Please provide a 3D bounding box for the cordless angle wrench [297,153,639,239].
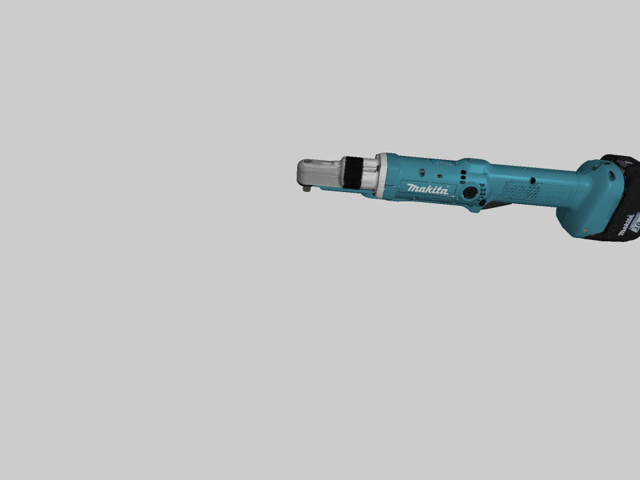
[{"bbox_3d":[0.181,-0.069,0.527,0.423,0.098,0.074,5,34,1],"label":"cordless angle wrench"}]
